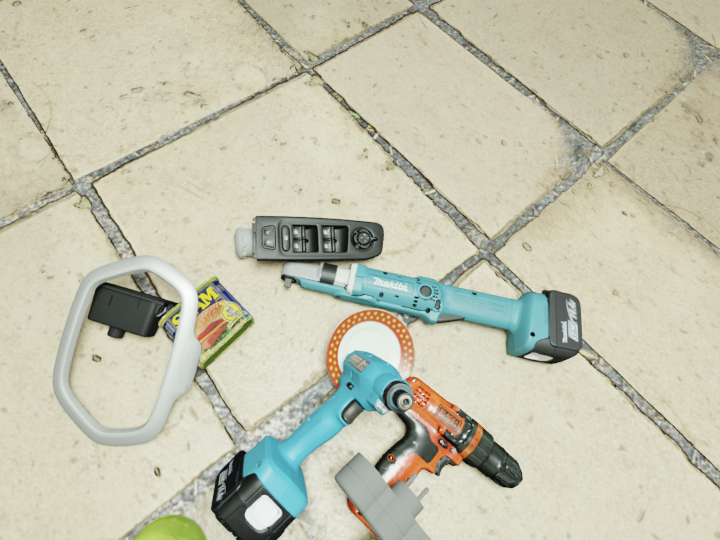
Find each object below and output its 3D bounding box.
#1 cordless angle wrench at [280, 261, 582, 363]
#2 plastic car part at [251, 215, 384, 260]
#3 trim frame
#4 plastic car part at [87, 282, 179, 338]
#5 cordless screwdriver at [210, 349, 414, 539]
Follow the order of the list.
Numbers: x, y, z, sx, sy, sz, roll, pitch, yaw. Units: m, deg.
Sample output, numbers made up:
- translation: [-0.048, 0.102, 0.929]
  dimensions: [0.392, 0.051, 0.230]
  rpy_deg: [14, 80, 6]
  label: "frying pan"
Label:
- translation: [0.091, 0.041, 0.622]
  dimensions: [0.426, 0.073, 0.099]
  rpy_deg: [12, 66, 4]
  label: "cordless angle wrench"
- translation: [-0.063, -0.041, 0.643]
  dimensions: [0.199, 0.067, 0.068]
  rpy_deg: [-1, 71, -11]
  label: "plastic car part"
- translation: [-0.300, 0.102, 0.547]
  dimensions: [0.187, 0.027, 0.249]
  rpy_deg: [14, 86, 7]
  label: "trim frame"
- translation: [-0.325, 0.060, 0.591]
  dimensions: [0.117, 0.065, 0.071]
  rpy_deg: [12, 80, 3]
  label: "plastic car part"
- translation: [-0.049, 0.197, 0.478]
  dimensions: [0.247, 0.163, 0.073]
  rpy_deg: [-43, 101, -12]
  label: "cordless screwdriver"
